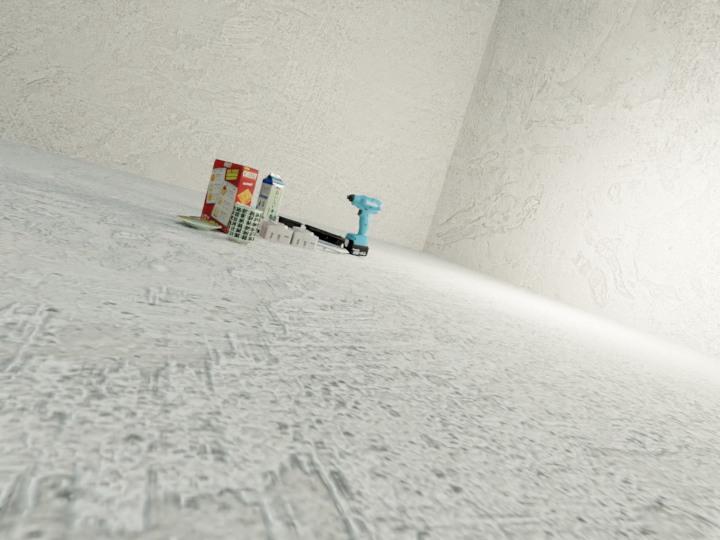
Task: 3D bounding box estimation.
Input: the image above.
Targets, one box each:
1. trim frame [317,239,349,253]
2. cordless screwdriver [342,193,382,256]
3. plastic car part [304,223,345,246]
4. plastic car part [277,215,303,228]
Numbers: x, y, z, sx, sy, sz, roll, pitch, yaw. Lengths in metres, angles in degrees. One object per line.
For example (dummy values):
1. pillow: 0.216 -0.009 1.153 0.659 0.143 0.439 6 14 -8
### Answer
1. trim frame: -0.164 -0.107 1.678 0.252 0.027 0.182 17 7 6
2. cordless screwdriver: -0.014 -0.189 1.746 0.152 0.248 0.078 14 6 -27
3. plastic car part: -0.148 -0.141 1.810 0.195 0.067 0.069 13 7 -24
4. plastic car part: -0.312 -0.188 1.796 0.110 0.070 0.070 10 8 -40
